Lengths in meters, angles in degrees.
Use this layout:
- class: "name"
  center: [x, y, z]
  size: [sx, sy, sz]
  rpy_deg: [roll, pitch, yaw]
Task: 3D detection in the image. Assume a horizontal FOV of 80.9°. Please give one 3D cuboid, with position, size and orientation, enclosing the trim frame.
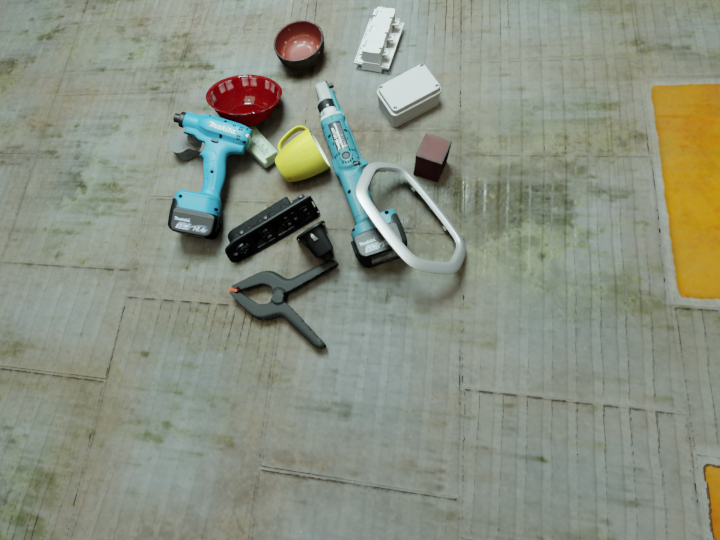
- class: "trim frame"
  center: [0.091, -0.097, 0.753]
  size: [0.179, 0.027, 0.255]
  rpy_deg: [-27, 73, -38]

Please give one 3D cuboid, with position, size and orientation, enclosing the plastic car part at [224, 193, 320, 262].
- class: "plastic car part"
  center: [-0.185, -0.091, 0.837]
  size: [0.203, 0.063, 0.070]
  rpy_deg: [-35, 63, -2]

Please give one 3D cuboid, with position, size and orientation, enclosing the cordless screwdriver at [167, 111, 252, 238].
- class: "cordless screwdriver"
  center: [-0.328, -0.194, 0.852]
  size: [0.158, 0.074, 0.249]
  rpy_deg: [16, 85, -4]

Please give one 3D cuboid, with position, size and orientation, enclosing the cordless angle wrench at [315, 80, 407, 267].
- class: "cordless angle wrench"
  center: [-0.023, -0.215, 0.845]
  size: [0.098, 0.072, 0.436]
  rpy_deg: [-20, 69, 2]

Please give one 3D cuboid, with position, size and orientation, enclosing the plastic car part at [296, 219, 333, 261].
- class: "plastic car part"
  center: [-0.077, -0.050, 0.787]
  size: [0.066, 0.118, 0.070]
  rpy_deg: [-34, 98, -3]
